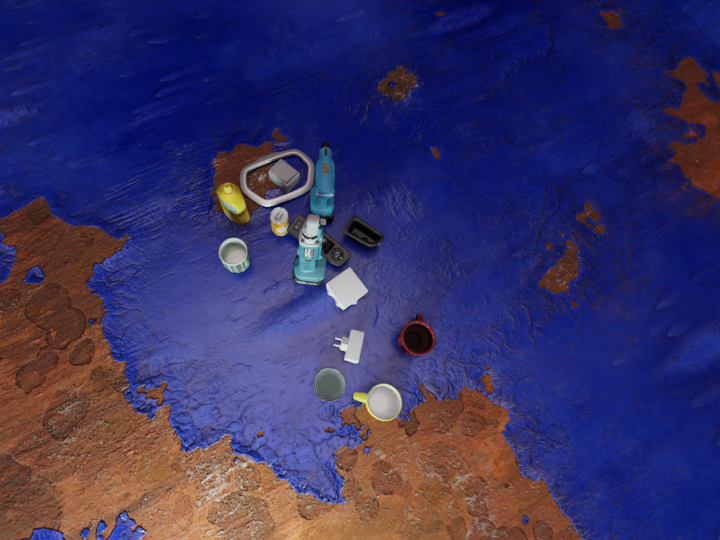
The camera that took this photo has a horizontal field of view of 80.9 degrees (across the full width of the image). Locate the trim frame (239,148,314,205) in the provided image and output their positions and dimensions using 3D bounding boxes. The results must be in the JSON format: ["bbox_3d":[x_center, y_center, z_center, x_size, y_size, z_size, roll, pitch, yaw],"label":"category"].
[{"bbox_3d":[-0.264,-0.301,1.352,0.246,0.027,0.189,-25,74,-11],"label":"trim frame"}]

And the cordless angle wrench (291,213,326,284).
[{"bbox_3d":[-0.126,-0.050,1.066,0.097,0.418,0.075,8,73,-6],"label":"cordless angle wrench"}]

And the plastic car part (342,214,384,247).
[{"bbox_3d":[0.008,-0.103,1.273,0.118,0.070,0.066,33,73,7],"label":"plastic car part"}]

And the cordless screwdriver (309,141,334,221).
[{"bbox_3d":[-0.108,-0.246,1.225,0.074,0.246,0.162,2,73,-7],"label":"cordless screwdriver"}]

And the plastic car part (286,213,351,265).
[{"bbox_3d":[-0.123,-0.081,1.262,0.207,0.066,0.066,35,73,9],"label":"plastic car part"}]
